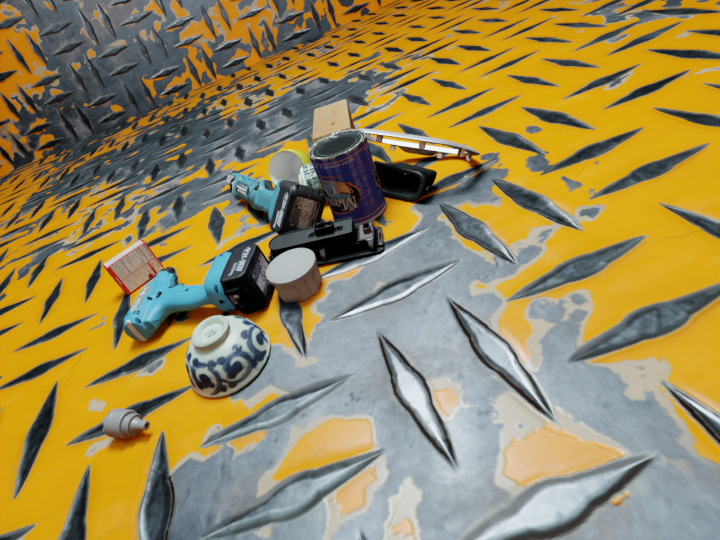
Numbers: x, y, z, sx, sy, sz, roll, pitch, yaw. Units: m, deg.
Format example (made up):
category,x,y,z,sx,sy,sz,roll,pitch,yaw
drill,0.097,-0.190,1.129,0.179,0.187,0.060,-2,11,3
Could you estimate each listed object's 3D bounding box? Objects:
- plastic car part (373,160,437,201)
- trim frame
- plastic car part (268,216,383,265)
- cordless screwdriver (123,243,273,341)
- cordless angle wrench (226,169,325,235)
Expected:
category,x,y,z,sx,sy,sz,roll,pitch,yaw
plastic car part,0.089,-0.168,0.770,0.069,0.064,0.123,-30,37,-35
trim frame,0.092,-0.232,0.783,0.257,0.027,0.180,13,14,19
plastic car part,-0.068,-0.045,0.697,0.207,0.063,0.068,-14,47,16
cordless screwdriver,-0.267,0.022,0.711,0.254,0.071,0.163,-17,36,15
cordless angle wrench,-0.214,-0.162,0.900,0.071,0.097,0.447,11,11,-36
